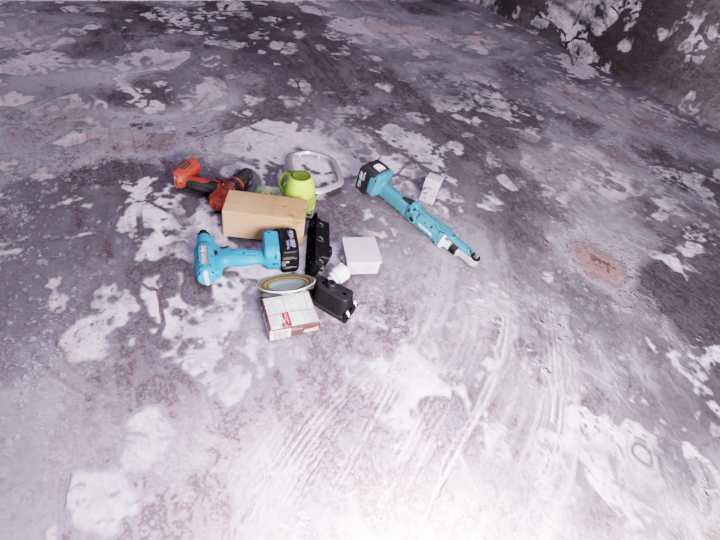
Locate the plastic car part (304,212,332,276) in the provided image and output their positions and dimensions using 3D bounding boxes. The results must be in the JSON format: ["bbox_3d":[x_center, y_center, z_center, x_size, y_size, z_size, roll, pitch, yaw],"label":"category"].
[{"bbox_3d":[-0.105,-0.069,1.072,0.065,0.066,0.210,8,45,-17],"label":"plastic car part"}]

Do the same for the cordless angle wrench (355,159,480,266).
[{"bbox_3d":[0.159,-0.157,1.186,0.072,0.096,0.442,-28,60,-33],"label":"cordless angle wrench"}]

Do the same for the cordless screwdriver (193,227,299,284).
[{"bbox_3d":[-0.277,-0.054,1.027,0.244,0.072,0.167,-10,49,-12],"label":"cordless screwdriver"}]

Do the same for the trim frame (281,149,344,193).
[{"bbox_3d":[-0.150,-0.309,1.313,0.180,0.027,0.259,-4,45,-14],"label":"trim frame"}]

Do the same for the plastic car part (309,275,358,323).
[{"bbox_3d":[-0.063,0.053,0.955,0.120,0.069,0.065,29,47,13],"label":"plastic car part"}]
